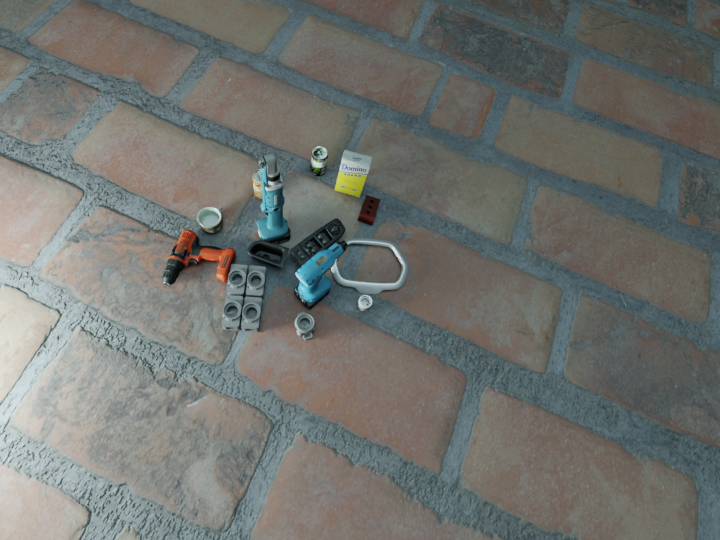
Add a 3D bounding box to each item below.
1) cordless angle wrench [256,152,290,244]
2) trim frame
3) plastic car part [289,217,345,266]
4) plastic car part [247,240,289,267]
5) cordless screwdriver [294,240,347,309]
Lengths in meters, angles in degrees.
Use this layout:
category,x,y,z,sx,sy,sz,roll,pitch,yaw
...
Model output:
category,x,y,z,sx,sy,sz,roll,pitch,yaw
cordless angle wrench,-0.243,-0.189,1.168,0.096,0.418,0.076,-18,73,-16
trim frame,0.028,-0.017,1.327,0.247,0.027,0.188,4,66,-3
plastic car part,-0.129,-0.085,1.323,0.201,0.066,0.068,-41,78,-20
plastic car part,-0.283,-0.045,1.291,0.117,0.070,0.067,17,66,1
cordless screwdriver,-0.111,0.011,1.183,0.157,0.246,0.076,-41,80,-21
